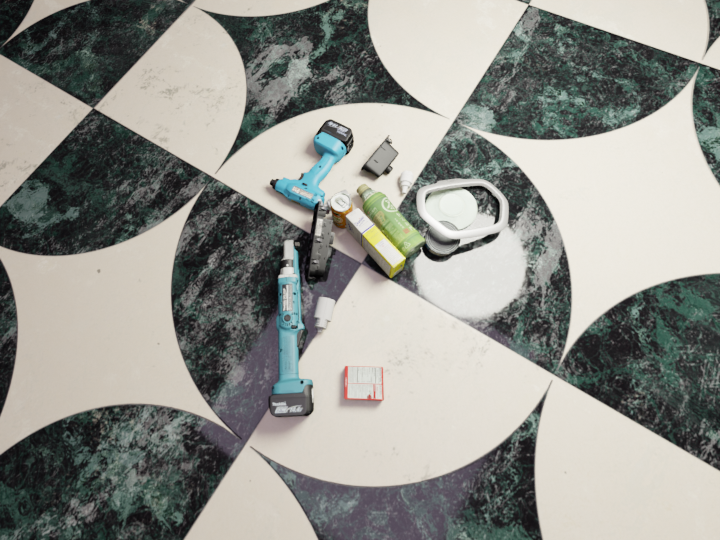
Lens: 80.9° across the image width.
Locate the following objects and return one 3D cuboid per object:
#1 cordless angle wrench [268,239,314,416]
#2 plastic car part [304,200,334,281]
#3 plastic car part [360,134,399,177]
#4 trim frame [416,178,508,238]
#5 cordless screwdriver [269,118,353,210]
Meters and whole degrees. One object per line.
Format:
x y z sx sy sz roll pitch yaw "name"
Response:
-0.169 0.122 1.011 0.098 0.072 0.433 -6 67 2 "cordless angle wrench"
-0.104 -0.068 1.065 0.065 0.068 0.203 14 85 -19 "plastic car part"
0.060 -0.297 1.149 0.071 0.066 0.116 35 80 -1 "plastic car part"
0.258 -0.162 1.062 0.244 0.027 0.191 -12 63 -12 "trim frame"
-0.130 -0.296 1.159 0.164 0.072 0.249 25 78 13 "cordless screwdriver"
